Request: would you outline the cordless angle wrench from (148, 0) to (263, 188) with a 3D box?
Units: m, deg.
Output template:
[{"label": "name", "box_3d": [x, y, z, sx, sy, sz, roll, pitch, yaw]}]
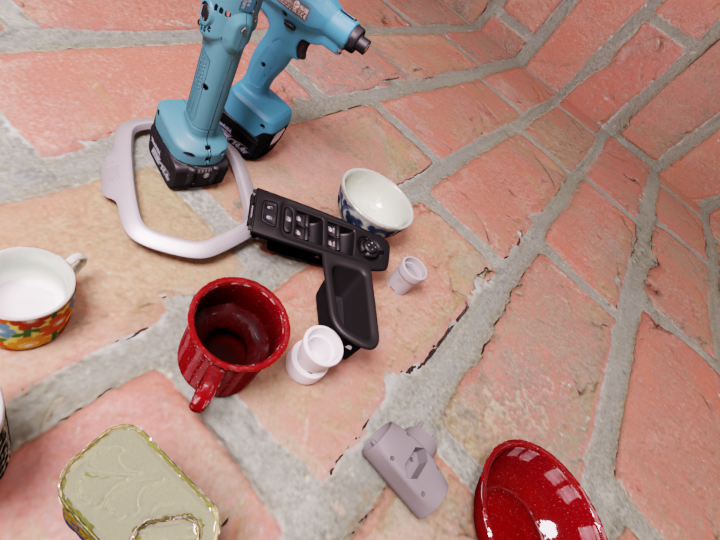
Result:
[{"label": "cordless angle wrench", "box_3d": [-0.133, -0.256, 0.425, 0.071, 0.425, 0.101, -15, 66, -42]}]

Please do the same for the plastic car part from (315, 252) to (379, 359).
[{"label": "plastic car part", "box_3d": [-0.024, 0.049, 0.484, 0.063, 0.071, 0.120, 15, 47, -23]}]

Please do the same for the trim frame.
[{"label": "trim frame", "box_3d": [-0.224, -0.113, 0.534, 0.176, 0.027, 0.259, -1, 54, -33]}]

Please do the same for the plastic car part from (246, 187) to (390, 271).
[{"label": "plastic car part", "box_3d": [-0.053, -0.035, 0.543, 0.195, 0.067, 0.068, 15, 47, -22]}]

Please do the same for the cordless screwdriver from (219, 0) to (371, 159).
[{"label": "cordless screwdriver", "box_3d": [-0.104, -0.258, 0.574, 0.159, 0.250, 0.074, 38, 42, -2]}]
